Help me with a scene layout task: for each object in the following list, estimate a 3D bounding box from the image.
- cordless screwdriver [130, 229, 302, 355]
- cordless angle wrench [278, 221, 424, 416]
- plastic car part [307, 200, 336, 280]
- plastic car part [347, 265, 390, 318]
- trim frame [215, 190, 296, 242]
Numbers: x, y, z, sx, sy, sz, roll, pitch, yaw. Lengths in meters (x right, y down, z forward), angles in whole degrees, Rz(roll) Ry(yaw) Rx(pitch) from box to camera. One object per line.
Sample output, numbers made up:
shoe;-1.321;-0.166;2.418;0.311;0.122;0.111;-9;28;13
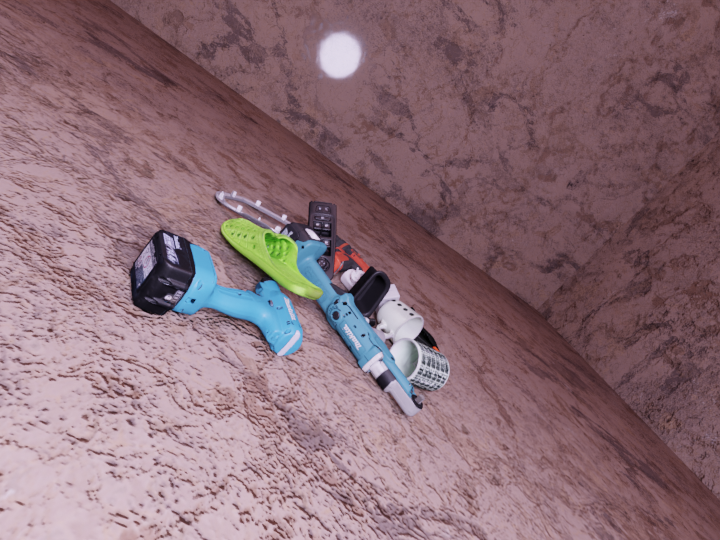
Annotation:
cordless screwdriver;-0.199;0.024;0.615;0.235;0.074;0.167;30;17;-37
cordless angle wrench;-0.032;0.082;0.794;0.443;0.098;0.070;51;20;28
plastic car part;-0.094;-0.062;0.963;0.064;0.067;0.209;10;55;-18
plastic car part;0.013;0.041;0.932;0.063;0.116;0.074;31;11;-27
trim frame;-0.226;-0.128;0.993;0.247;0.027;0.185;30;14;-4
